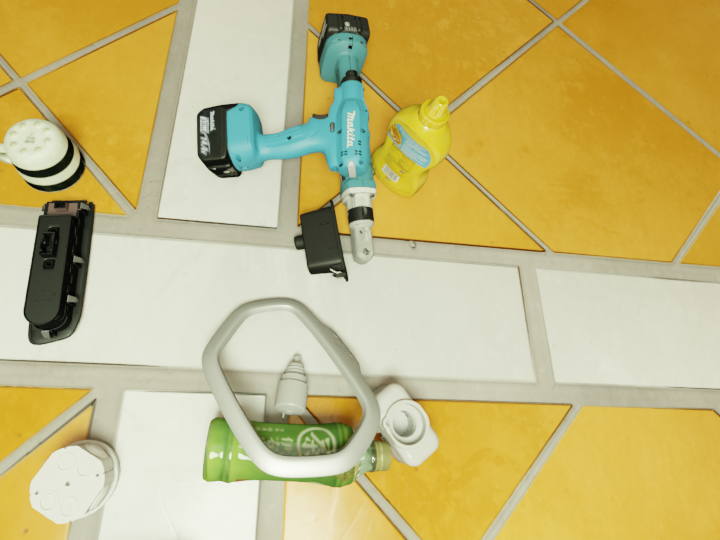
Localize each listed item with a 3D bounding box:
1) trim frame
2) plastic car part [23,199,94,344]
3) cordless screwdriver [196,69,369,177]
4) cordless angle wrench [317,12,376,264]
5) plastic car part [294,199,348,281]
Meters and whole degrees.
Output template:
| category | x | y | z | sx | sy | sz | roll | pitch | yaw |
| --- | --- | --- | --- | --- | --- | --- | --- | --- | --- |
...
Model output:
| category | x | y | z | sx | sy | sz | roll | pitch | yaw |
| --- | --- | --- | --- | --- | --- | --- | --- | --- | --- |
| trim frame | -0.086 | 0.133 | 0.526 | 0.179 | 0.027 | 0.261 | -25 | 55 | -30 |
| plastic car part | -0.397 | -0.008 | 0.554 | 0.064 | 0.068 | 0.207 | 0 | 72 | -20 |
| cordless screwdriver | -0.112 | -0.217 | 0.628 | 0.252 | 0.072 | 0.161 | -1 | 79 | 7 |
| cordless angle wrench | -0.014 | -0.217 | 0.683 | 0.073 | 0.098 | 0.431 | -1 | 73 | -17 |
| plastic car part | -0.061 | -0.040 | 0.625 | 0.071 | 0.064 | 0.120 | -14 | 69 | -1 |
